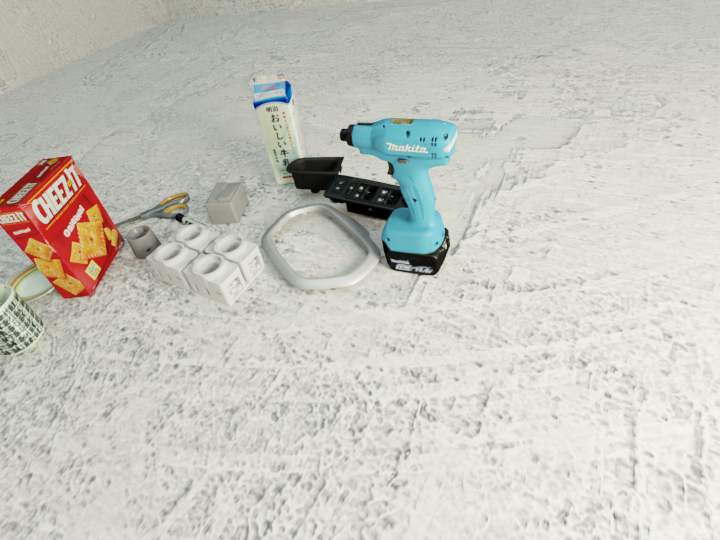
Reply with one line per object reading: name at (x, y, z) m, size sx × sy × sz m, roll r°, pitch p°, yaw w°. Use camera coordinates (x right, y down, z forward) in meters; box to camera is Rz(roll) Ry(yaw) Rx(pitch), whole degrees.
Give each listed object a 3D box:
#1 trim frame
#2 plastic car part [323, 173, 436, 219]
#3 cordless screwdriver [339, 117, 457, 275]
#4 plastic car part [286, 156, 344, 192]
trim frame at (-0.075, -0.049, 0.763) m, size 0.181 × 0.026 × 0.263 m, roll -30°, pitch 44°, yaw -17°
plastic car part at (0.035, -0.125, 0.789) m, size 0.212 × 0.064 × 0.066 m, roll 13°, pitch 47°, yaw 26°
cordless screwdriver at (0.058, -0.110, 0.636) m, size 0.166 × 0.239 × 0.074 m, roll 12°, pitch 46°, yaw 24°
plastic car part at (-0.093, -0.198, 0.897) m, size 0.120 × 0.068 × 0.067 m, roll 2°, pitch 43°, yaw 15°
